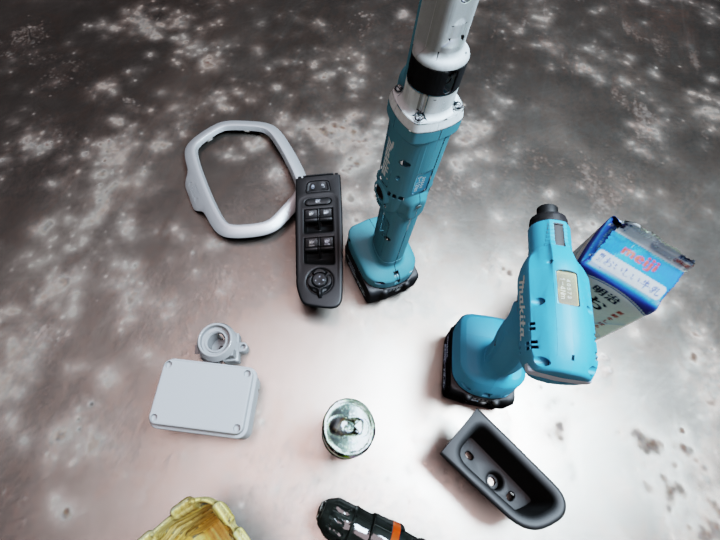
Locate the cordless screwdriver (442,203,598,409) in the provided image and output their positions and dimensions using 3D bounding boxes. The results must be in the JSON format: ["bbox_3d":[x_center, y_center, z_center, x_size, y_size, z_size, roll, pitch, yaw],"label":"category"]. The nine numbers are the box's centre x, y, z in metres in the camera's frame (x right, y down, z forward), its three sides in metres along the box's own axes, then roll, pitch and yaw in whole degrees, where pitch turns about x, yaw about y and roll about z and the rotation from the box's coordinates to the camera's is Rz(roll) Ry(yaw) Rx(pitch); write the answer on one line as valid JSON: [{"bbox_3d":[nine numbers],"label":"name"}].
[{"bbox_3d":[0.155,0.054,0.446,0.075,0.243,0.162,10,63,0],"label":"cordless screwdriver"}]

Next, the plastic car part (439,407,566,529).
[{"bbox_3d":[0.145,0.220,0.456,0.065,0.069,0.121,-40,70,-20],"label":"plastic car part"}]

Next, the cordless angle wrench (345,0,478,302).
[{"bbox_3d":[0.042,-0.087,0.425,0.073,0.413,0.101,-19,67,-14],"label":"cordless angle wrench"}]

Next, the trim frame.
[{"bbox_3d":[-0.189,-0.154,0.679,0.182,0.027,0.258,-24,65,-12],"label":"trim frame"}]

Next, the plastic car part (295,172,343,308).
[{"bbox_3d":[-0.058,-0.038,0.595,0.066,0.065,0.209,-2,62,-3],"label":"plastic car part"}]
